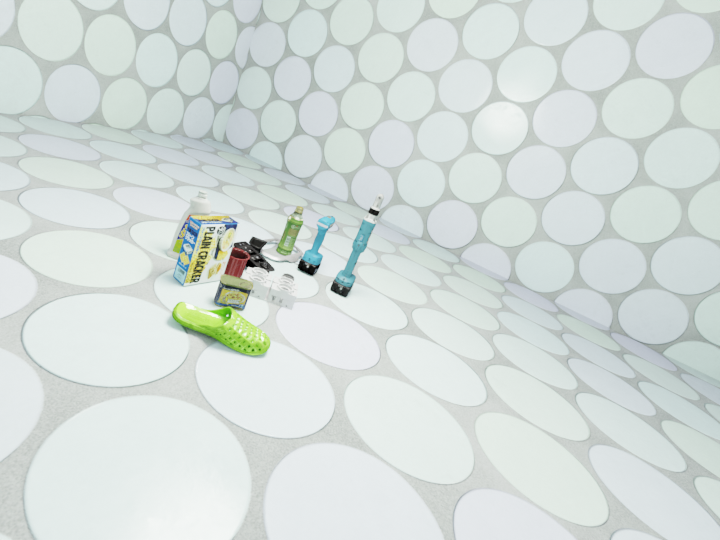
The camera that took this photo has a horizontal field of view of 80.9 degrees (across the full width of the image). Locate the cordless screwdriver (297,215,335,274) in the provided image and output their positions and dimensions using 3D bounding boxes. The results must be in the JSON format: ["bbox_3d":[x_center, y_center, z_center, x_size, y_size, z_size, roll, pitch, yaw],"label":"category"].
[{"bbox_3d":[-0.172,-0.112,1.754,0.076,0.247,0.157,25,18,6],"label":"cordless screwdriver"}]

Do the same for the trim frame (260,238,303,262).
[{"bbox_3d":[-0.353,-0.089,1.836,0.192,0.027,0.240,29,20,20],"label":"trim frame"}]

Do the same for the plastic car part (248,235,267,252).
[{"bbox_3d":[-0.421,-0.083,1.680,0.065,0.070,0.118,20,19,-7],"label":"plastic car part"}]

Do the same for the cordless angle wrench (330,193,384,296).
[{"bbox_3d":[-0.002,-0.100,1.634,0.076,0.420,0.097,26,18,6],"label":"cordless angle wrench"}]

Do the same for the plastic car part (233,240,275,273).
[{"bbox_3d":[-0.403,-0.036,1.575,0.214,0.066,0.063,33,21,31],"label":"plastic car part"}]
